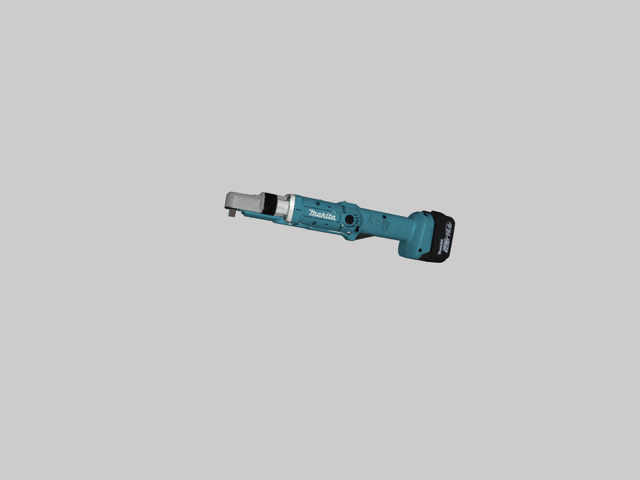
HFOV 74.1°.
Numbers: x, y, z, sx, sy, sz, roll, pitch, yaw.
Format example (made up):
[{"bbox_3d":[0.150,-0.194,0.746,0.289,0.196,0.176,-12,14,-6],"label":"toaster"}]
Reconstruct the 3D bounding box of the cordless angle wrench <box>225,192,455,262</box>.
[{"bbox_3d":[0.043,-0.035,0.759,0.423,0.098,0.074,9,1,-20],"label":"cordless angle wrench"}]
